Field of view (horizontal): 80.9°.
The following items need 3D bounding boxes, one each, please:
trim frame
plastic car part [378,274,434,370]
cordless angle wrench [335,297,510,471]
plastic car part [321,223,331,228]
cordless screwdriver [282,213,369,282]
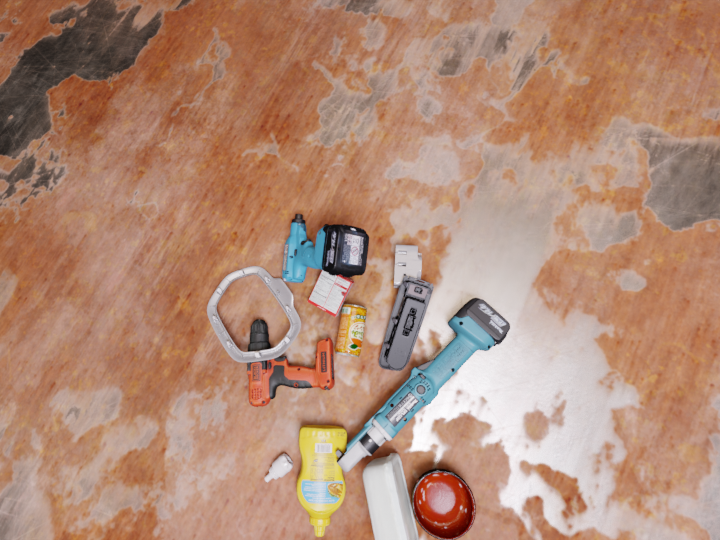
[{"bbox_3d":[-0.238,0.090,0.933,0.182,0.026,0.262,-34,55,-12],"label":"trim frame"},{"bbox_3d":[0.095,0.118,0.865,0.066,0.068,0.202,17,97,-7],"label":"plastic car part"},{"bbox_3d":[0.116,0.231,0.829,0.421,0.072,0.101,-44,74,-8],"label":"cordless angle wrench"},{"bbox_3d":[-0.061,-0.056,0.956,0.066,0.069,0.120,-32,76,-3],"label":"plastic car part"},{"bbox_3d":[-0.087,-0.057,0.887,0.259,0.071,0.160,-6,77,54],"label":"cordless screwdriver"}]
